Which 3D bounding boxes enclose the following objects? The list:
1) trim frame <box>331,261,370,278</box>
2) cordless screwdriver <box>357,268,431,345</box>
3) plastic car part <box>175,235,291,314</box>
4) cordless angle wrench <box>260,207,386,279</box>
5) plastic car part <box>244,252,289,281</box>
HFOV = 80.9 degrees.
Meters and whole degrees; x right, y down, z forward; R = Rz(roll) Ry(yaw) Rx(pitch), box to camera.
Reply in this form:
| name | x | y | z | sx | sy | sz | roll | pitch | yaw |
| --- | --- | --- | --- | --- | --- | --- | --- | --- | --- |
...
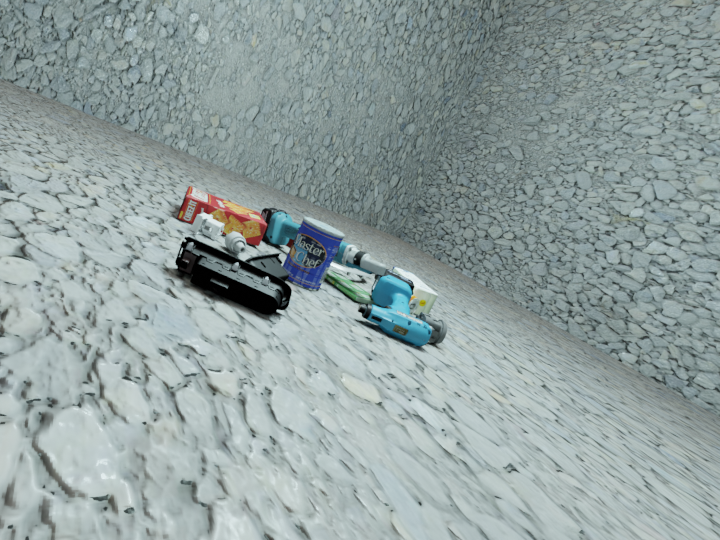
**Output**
| name | x | y | z | sx | sy | sz | roll | pitch | yaw |
| --- | --- | --- | --- | --- | --- | --- | --- | --- | --- |
| trim frame | -0.073 | -0.021 | 1.272 | 0.194 | 0.027 | 0.236 | 28 | 9 | 33 |
| cordless screwdriver | 0.064 | 0.072 | 0.981 | 0.157 | 0.074 | 0.254 | 23 | 18 | -9 |
| plastic car part | -0.207 | 0.017 | 0.692 | 0.199 | 0.066 | 0.068 | 23 | 20 | -10 |
| cordless angle wrench | -0.109 | -0.072 | 1.119 | 0.447 | 0.097 | 0.070 | 23 | 9 | 36 |
| plastic car part | -0.180 | 0.012 | 0.813 | 0.073 | 0.066 | 0.113 | 41 | 16 | 10 |
